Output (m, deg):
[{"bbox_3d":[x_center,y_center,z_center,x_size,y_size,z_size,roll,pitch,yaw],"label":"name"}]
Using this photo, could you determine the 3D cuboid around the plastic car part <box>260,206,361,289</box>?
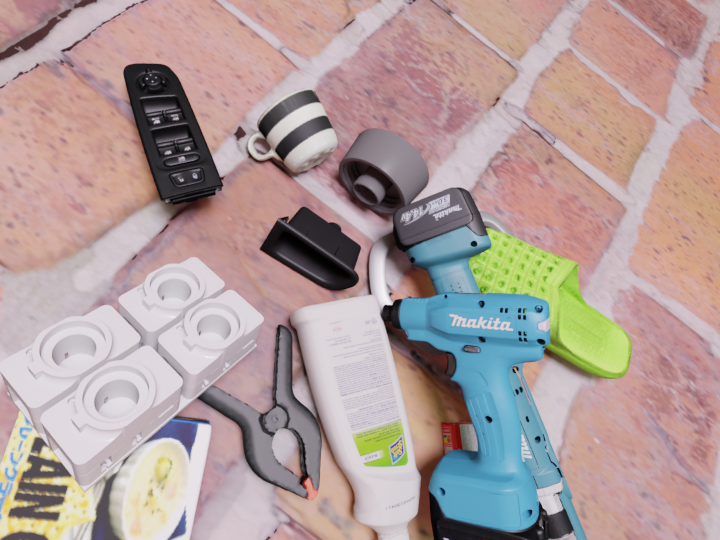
[{"bbox_3d":[-0.050,-0.033,0.508,0.115,0.066,0.071,30,51,-9],"label":"plastic car part"}]

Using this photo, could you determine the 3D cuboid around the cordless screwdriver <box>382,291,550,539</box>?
[{"bbox_3d":[0.098,0.146,0.415,0.071,0.166,0.249,3,86,-60],"label":"cordless screwdriver"}]

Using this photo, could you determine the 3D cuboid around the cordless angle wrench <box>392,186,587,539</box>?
[{"bbox_3d":[0.149,0.119,0.461,0.099,0.072,0.430,-22,79,14],"label":"cordless angle wrench"}]

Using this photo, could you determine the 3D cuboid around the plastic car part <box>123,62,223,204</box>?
[{"bbox_3d":[-0.221,-0.159,0.495,0.065,0.066,0.208,-20,74,-16],"label":"plastic car part"}]

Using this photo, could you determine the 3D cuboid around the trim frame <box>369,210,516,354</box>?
[{"bbox_3d":[0.124,0.005,0.559,0.243,0.027,0.188,-17,77,-19],"label":"trim frame"}]
